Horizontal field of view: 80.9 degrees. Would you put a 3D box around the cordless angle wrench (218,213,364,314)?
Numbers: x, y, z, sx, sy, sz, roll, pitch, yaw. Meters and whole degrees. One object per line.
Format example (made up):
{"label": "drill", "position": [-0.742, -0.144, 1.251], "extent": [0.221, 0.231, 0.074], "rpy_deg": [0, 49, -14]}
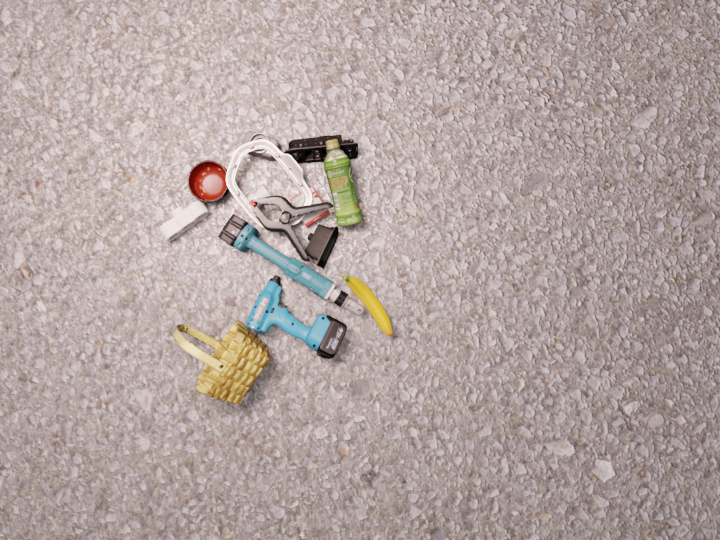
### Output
{"label": "cordless angle wrench", "position": [-0.172, -0.003, 1.110], "extent": [0.423, 0.098, 0.074], "rpy_deg": [32, 85, 0]}

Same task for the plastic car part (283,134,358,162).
{"label": "plastic car part", "position": [-0.111, -0.331, 1.138], "extent": [0.203, 0.065, 0.068], "rpy_deg": [-9, 74, 0]}

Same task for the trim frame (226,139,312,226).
{"label": "trim frame", "position": [-0.239, -0.224, 1.109], "extent": [0.184, 0.028, 0.246], "rpy_deg": [-38, 94, 0]}

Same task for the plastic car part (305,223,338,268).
{"label": "plastic car part", "position": [-0.110, -0.072, 1.128], "extent": [0.073, 0.064, 0.117], "rpy_deg": [21, 85, 15]}

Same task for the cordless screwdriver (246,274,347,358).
{"label": "cordless screwdriver", "position": [-0.157, 0.121, 1.104], "extent": [0.250, 0.073, 0.160], "rpy_deg": [21, 66, 3]}
